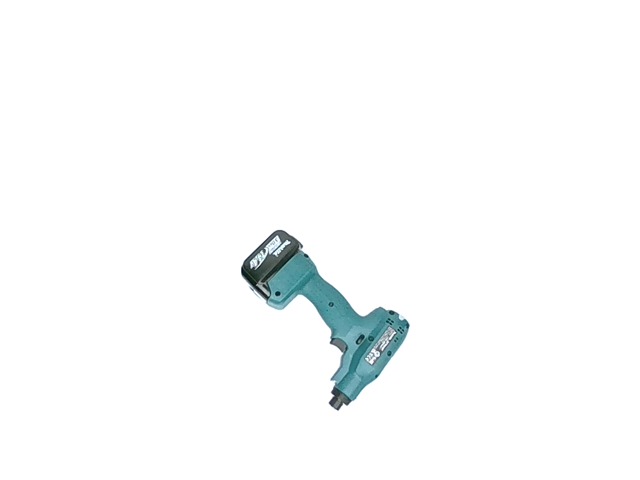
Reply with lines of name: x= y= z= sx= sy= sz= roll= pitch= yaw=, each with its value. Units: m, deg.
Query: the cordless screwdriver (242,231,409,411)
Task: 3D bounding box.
cordless screwdriver: x=-0.011 y=0.112 z=0.617 sx=0.249 sy=0.158 sz=0.074 roll=38 pitch=-16 yaw=8
